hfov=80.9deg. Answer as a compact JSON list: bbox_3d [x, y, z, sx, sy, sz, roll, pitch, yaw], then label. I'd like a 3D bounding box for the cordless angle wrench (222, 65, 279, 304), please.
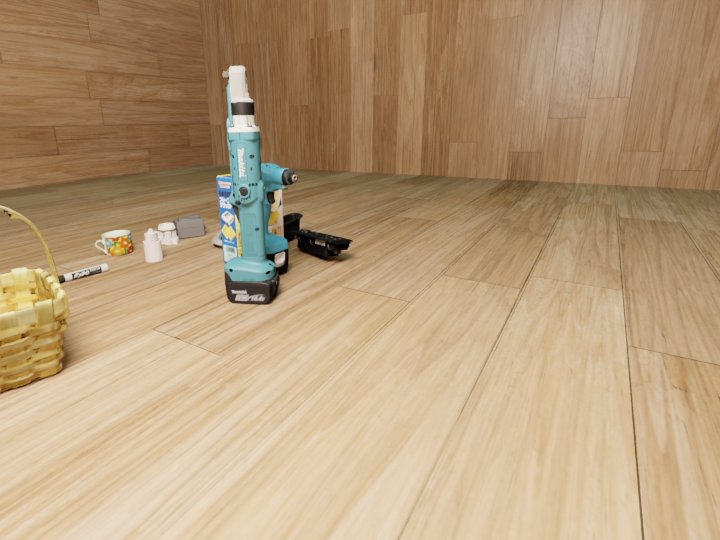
[{"bbox_3d":[-0.208,-0.147,0.774,0.099,0.415,0.075,2,16,6],"label":"cordless angle wrench"}]

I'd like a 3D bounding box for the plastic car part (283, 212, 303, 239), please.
[{"bbox_3d":[-0.208,-0.121,1.220,0.069,0.069,0.113,9,21,27],"label":"plastic car part"}]

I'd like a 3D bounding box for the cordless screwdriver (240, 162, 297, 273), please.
[{"bbox_3d":[-0.195,-0.107,0.917,0.168,0.244,0.072,14,21,37],"label":"cordless screwdriver"}]

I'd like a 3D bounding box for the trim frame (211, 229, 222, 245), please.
[{"bbox_3d":[-0.332,-0.102,1.238,0.184,0.027,0.253,-2,19,-2],"label":"trim frame"}]

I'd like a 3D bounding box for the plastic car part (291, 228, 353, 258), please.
[{"bbox_3d":[-0.105,-0.068,1.070,0.064,0.066,0.214,-13,23,-35],"label":"plastic car part"}]
